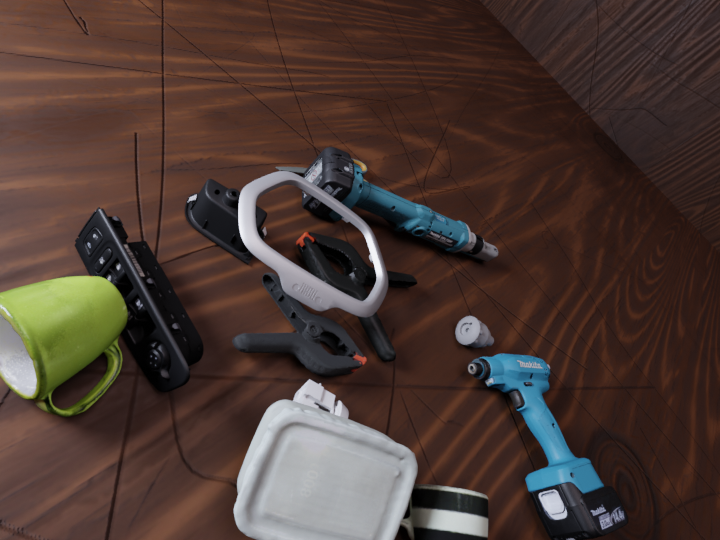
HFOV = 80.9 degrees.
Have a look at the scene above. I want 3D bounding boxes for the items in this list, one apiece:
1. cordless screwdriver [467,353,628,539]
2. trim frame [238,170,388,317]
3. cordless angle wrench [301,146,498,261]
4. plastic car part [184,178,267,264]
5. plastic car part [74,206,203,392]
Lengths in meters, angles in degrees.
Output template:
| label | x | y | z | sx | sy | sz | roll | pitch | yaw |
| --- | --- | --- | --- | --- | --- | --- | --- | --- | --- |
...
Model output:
| label | x | y | z | sx | sy | sz | roll | pitch | yaw |
| --- | --- | --- | --- | --- | --- | --- | --- | --- | --- |
| cordless screwdriver | 0.253 | 0.240 | 0.611 | 0.152 | 0.075 | 0.259 | 10 | 49 | -30 |
| trim frame | -0.056 | -0.036 | 0.568 | 0.238 | 0.028 | 0.188 | 32 | 45 | -24 |
| cordless angle wrench | 0.097 | -0.088 | 0.745 | 0.404 | 0.099 | 0.076 | 18 | 53 | -28 |
| plastic car part | -0.172 | -0.075 | 0.557 | 0.114 | 0.072 | 0.066 | 36 | 44 | -13 |
| plastic car part | -0.228 | 0.032 | 0.447 | 0.209 | 0.067 | 0.064 | 56 | 19 | 16 |
